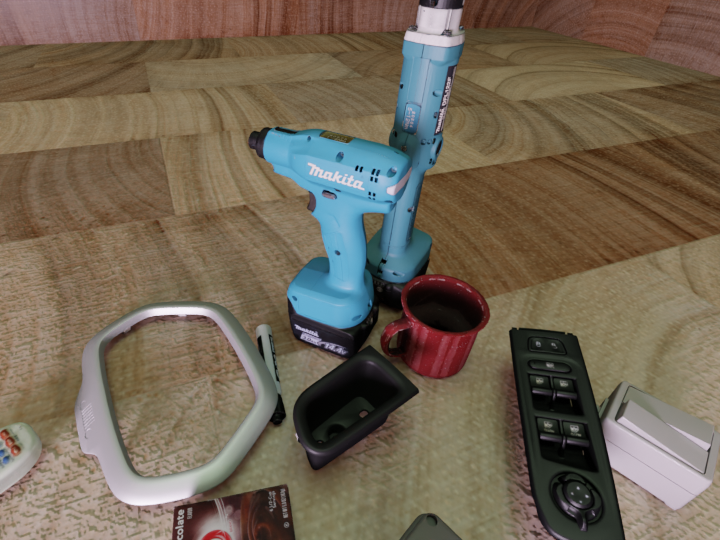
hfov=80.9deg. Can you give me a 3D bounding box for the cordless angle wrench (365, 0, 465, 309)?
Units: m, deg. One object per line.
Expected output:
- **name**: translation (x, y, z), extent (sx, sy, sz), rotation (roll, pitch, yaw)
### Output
- **cordless angle wrench**: translation (0.060, -0.139, 0.459), extent (0.077, 0.411, 0.096), rotation (25, 41, 21)

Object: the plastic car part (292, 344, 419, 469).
- **plastic car part**: translation (-0.014, 0.135, 0.389), extent (0.113, 0.069, 0.070), rotation (-27, 49, -33)

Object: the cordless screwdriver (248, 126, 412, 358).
- **cordless screwdriver**: translation (-0.044, -0.029, 0.452), extent (0.165, 0.242, 0.074), rotation (21, 40, 18)

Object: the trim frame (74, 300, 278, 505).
- **trim frame**: translation (-0.195, 0.114, 0.438), extent (0.179, 0.027, 0.263), rotation (-22, 45, -27)

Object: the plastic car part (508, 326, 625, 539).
- **plastic car part**: translation (0.176, 0.147, 0.388), extent (0.067, 0.065, 0.206), rotation (9, 39, 5)
